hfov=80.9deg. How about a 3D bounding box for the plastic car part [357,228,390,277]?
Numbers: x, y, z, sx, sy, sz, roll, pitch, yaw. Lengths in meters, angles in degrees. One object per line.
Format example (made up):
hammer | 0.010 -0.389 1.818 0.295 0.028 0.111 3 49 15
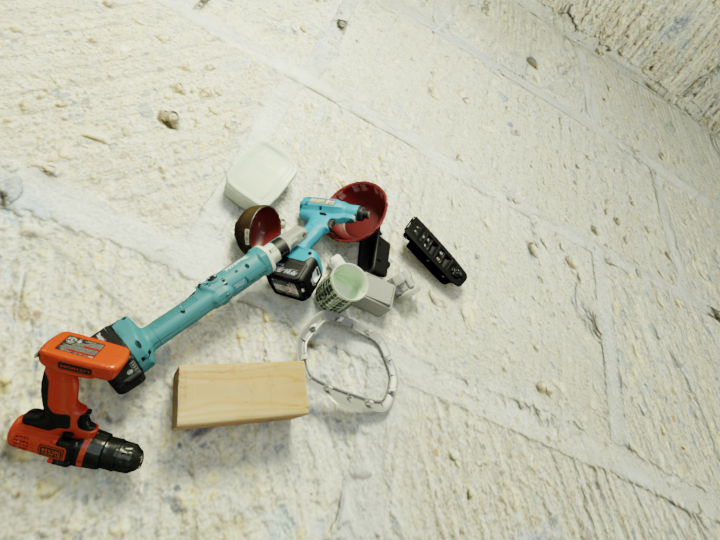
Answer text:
plastic car part | 0.038 -0.031 0.976 0.067 0.068 0.119 23 58 -32

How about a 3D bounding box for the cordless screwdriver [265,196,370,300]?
cordless screwdriver | -0.086 -0.056 0.877 0.165 0.071 0.251 8 52 20

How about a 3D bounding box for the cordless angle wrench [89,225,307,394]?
cordless angle wrench | -0.251 0.035 0.737 0.104 0.071 0.416 21 49 42

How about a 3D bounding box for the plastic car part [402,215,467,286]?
plastic car part | 0.174 -0.033 1.029 0.201 0.068 0.066 43 46 -4

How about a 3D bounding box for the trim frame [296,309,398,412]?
trim frame | -0.018 0.178 0.822 0.238 0.028 0.188 28 48 -25
